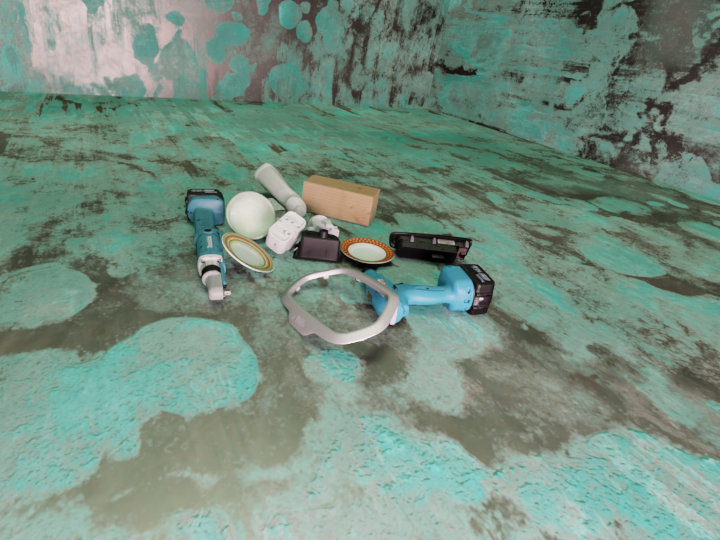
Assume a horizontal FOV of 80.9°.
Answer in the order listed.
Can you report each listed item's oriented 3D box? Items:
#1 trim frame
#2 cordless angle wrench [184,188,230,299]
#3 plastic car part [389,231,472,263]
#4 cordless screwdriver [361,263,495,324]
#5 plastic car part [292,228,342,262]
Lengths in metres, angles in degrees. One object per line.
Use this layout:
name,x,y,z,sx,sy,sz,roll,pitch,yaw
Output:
trim frame,-0.044,0.058,0.778,0.180,0.026,0.263,-28,36,-26
cordless angle wrench,-0.339,-0.068,0.944,0.095,0.073,0.444,-4,33,-21
plastic car part,0.168,-0.051,1.042,0.204,0.065,0.068,10,54,2
cordless screwdriver,0.130,0.032,0.867,0.243,0.072,0.167,-6,31,-15
plastic car part,-0.096,-0.063,0.986,0.117,0.069,0.067,5,29,1
